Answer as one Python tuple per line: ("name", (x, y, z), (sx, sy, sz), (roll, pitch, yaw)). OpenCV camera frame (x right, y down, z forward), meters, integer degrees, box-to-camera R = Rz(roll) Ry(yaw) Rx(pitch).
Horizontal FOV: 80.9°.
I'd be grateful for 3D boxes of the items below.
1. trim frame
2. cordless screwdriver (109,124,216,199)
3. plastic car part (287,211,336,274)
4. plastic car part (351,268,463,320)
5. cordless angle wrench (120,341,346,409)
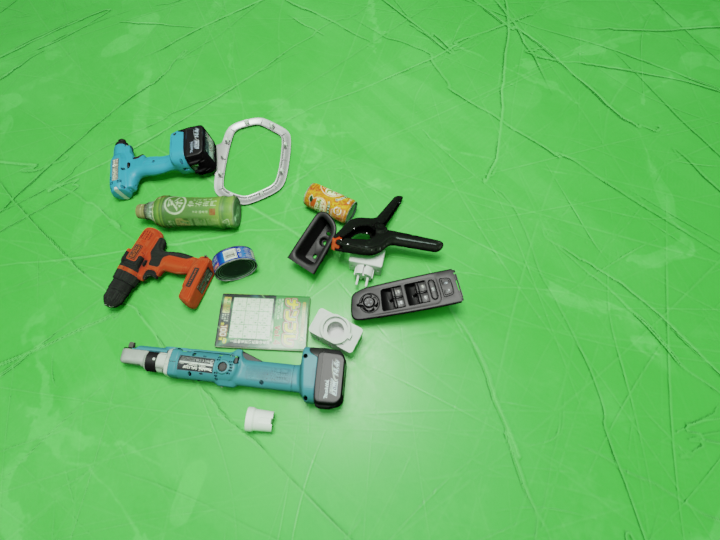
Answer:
("trim frame", (-0.257, -0.264, 0.991), (0.186, 0.027, 0.253), (1, 67, 6))
("cordless screwdriver", (-0.463, -0.269, 0.978), (0.251, 0.071, 0.164), (-16, 65, 6))
("plastic car part", (-0.084, -0.055, 0.856), (0.068, 0.069, 0.116), (31, 87, 14))
("plastic car part", (0.080, 0.052, 0.794), (0.204, 0.065, 0.068), (-11, 74, 4))
("cordless angle wrench", (-0.240, 0.177, 0.766), (0.430, 0.072, 0.100), (4, 66, 9))
